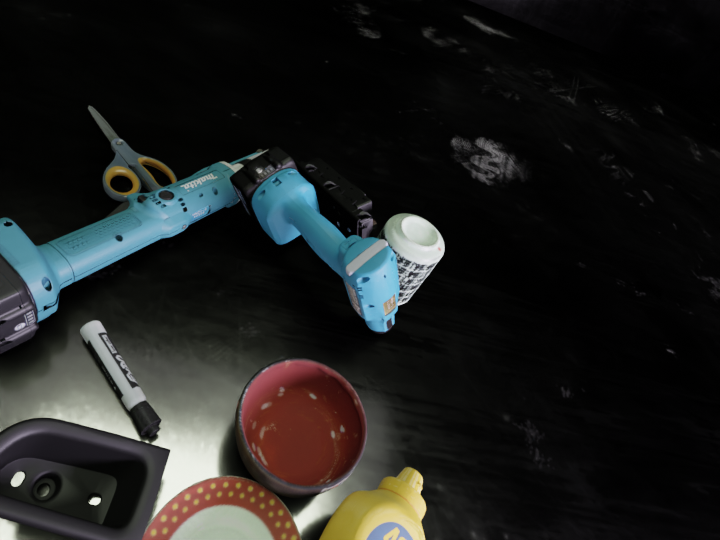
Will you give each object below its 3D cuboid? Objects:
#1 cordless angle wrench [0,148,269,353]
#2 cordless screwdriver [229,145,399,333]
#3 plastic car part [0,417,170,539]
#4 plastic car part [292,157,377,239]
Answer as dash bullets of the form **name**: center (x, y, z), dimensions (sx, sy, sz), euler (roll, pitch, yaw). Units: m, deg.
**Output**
- **cordless angle wrench**: center (-0.232, -0.069, 0.493), dimensions (0.100, 0.074, 0.416), euler (37, 43, 9)
- **cordless screwdriver**: center (-0.050, -0.032, 0.507), dimensions (0.074, 0.152, 0.262), euler (-38, 57, -15)
- **plastic car part**: center (-0.208, 0.150, 0.297), dimensions (0.112, 0.072, 0.068), euler (28, 41, -22)
- **plastic car part**: center (-0.039, -0.102, 0.570), dimensions (0.066, 0.063, 0.215), euler (-33, 50, -18)
